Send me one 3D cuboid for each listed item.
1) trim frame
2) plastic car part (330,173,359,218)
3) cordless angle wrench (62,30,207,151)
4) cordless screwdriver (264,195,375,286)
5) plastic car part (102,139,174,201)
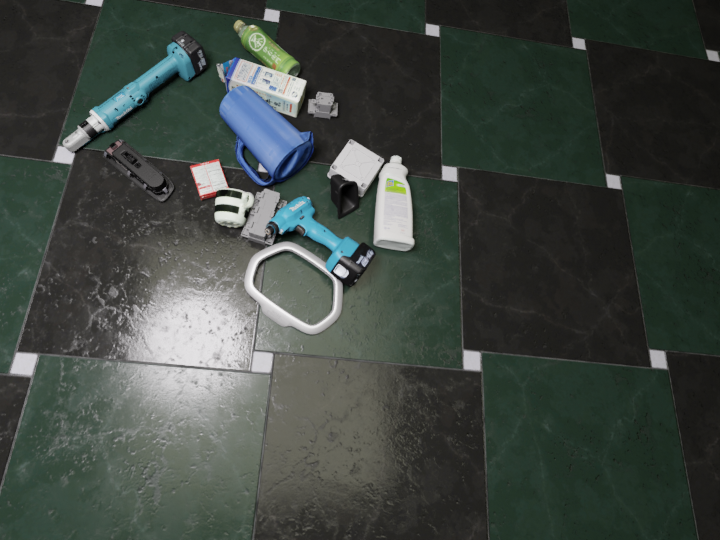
[{"bbox_3d":[-0.155,0.040,1.001,0.249,0.027,0.184,33,73,0],"label":"trim frame"},{"bbox_3d":[-0.048,-0.199,1.059,0.065,0.112,0.074,-32,59,-18],"label":"plastic car part"},{"bbox_3d":[-0.577,-0.446,1.077,0.076,0.097,0.420,42,75,6],"label":"cordless angle wrench"},{"bbox_3d":[-0.097,-0.064,0.994,0.252,0.074,0.157,39,43,7],"label":"cordless screwdriver"},{"bbox_3d":[-0.541,-0.253,1.034,0.204,0.067,0.066,40,64,3],"label":"plastic car part"}]
